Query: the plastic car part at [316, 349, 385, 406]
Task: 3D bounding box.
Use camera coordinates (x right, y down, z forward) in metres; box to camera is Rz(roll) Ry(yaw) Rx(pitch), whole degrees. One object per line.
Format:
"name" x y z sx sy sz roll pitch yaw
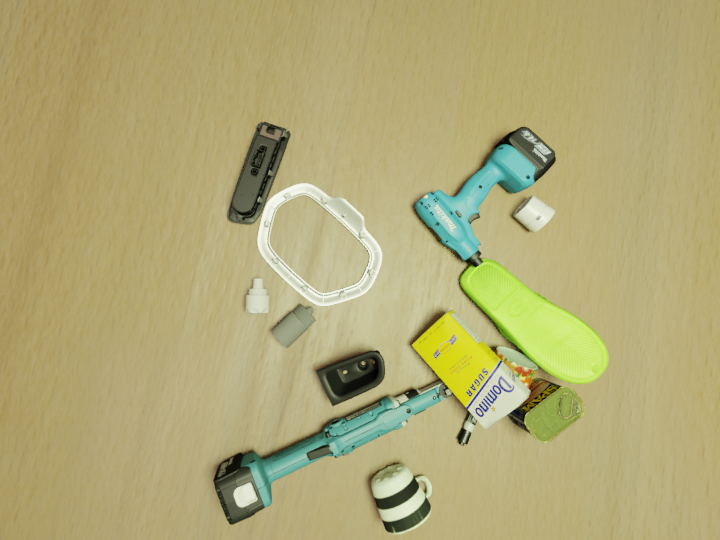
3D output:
"plastic car part" -0.006 0.175 0.735 0.118 0.070 0.066 -26 89 11

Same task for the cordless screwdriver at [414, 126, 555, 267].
"cordless screwdriver" 0.242 -0.133 0.774 0.248 0.073 0.161 -39 83 -2

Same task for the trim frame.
"trim frame" -0.076 -0.050 0.782 0.251 0.027 0.183 43 83 5

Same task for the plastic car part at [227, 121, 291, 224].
"plastic car part" -0.189 -0.180 0.778 0.065 0.068 0.203 19 86 -10

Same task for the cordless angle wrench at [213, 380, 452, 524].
"cordless angle wrench" -0.033 0.285 0.720 0.419 0.098 0.075 -23 88 -8
